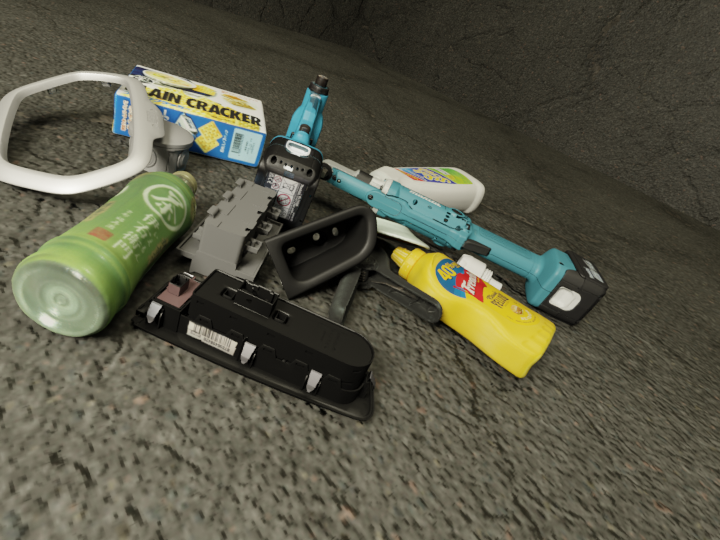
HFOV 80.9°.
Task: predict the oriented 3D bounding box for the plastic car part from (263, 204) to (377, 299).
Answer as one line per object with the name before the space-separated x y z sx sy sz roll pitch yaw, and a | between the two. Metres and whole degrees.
plastic car part | -0.044 -0.029 0.454 0.115 0.064 0.074 -26 19 -17

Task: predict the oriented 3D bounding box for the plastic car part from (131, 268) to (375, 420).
plastic car part | -0.073 0.048 0.341 0.204 0.067 0.066 27 23 2

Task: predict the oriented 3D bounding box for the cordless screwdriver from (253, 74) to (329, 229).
cordless screwdriver | -0.086 -0.175 0.590 0.073 0.158 0.255 19 32 -13

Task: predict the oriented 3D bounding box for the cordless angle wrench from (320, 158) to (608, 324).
cordless angle wrench | 0.128 -0.061 0.613 0.427 0.074 0.098 27 30 4

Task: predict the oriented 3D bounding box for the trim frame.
trim frame | -0.329 -0.171 0.497 0.180 0.027 0.260 -13 51 -17
